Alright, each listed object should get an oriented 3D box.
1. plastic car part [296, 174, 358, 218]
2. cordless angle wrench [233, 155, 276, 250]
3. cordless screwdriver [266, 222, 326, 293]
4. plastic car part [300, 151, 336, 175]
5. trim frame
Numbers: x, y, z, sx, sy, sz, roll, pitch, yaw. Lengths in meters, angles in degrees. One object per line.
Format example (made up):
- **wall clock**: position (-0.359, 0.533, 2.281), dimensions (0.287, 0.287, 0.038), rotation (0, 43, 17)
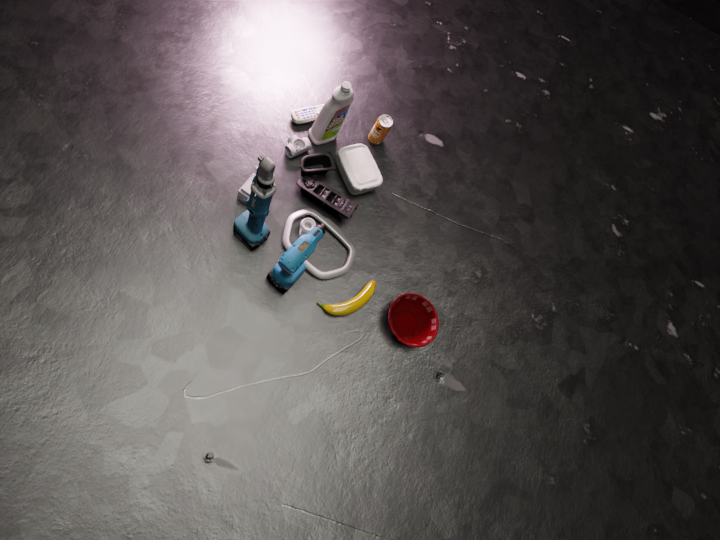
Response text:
- **plastic car part**: position (-0.110, -0.230, 1.335), dimensions (0.203, 0.067, 0.066), rotation (34, 65, -1)
- **cordless angle wrench**: position (-0.260, -0.166, 1.075), dimensions (0.098, 0.426, 0.073), rotation (46, 65, -1)
- **cordless screwdriver**: position (-0.172, -0.033, 1.145), dimensions (0.074, 0.250, 0.158), rotation (42, 65, -3)
- **plastic car part**: position (-0.147, -0.332, 1.361), dimensions (0.114, 0.071, 0.067), rotation (-14, 77, -20)
- **trim frame**: position (-0.127, -0.083, 1.298), dimensions (0.250, 0.027, 0.183), rotation (40, 65, 2)
